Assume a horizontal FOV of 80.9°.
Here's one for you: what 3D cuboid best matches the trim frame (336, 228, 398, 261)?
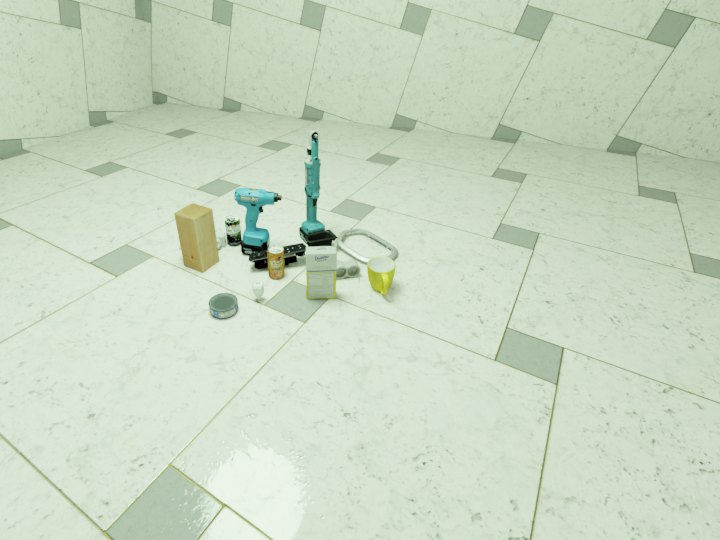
[{"bbox_3d":[0.022,-0.093,1.569,0.179,0.027,0.263,-26,43,-34],"label":"trim frame"}]

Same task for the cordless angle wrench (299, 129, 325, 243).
[{"bbox_3d":[-0.172,-0.292,1.516,0.072,0.411,0.104,-15,37,-27],"label":"cordless angle wrench"}]

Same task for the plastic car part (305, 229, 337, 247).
[{"bbox_3d":[-0.150,-0.098,1.535,0.113,0.069,0.070,-16,38,-25],"label":"plastic car part"}]

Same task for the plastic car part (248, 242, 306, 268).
[{"bbox_3d":[-0.285,-0.047,1.458,0.199,0.065,0.069,-8,35,-14],"label":"plastic car part"}]

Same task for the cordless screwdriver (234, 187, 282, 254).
[{"bbox_3d":[-0.352,-0.170,1.482,0.161,0.242,0.076,6,33,4],"label":"cordless screwdriver"}]
